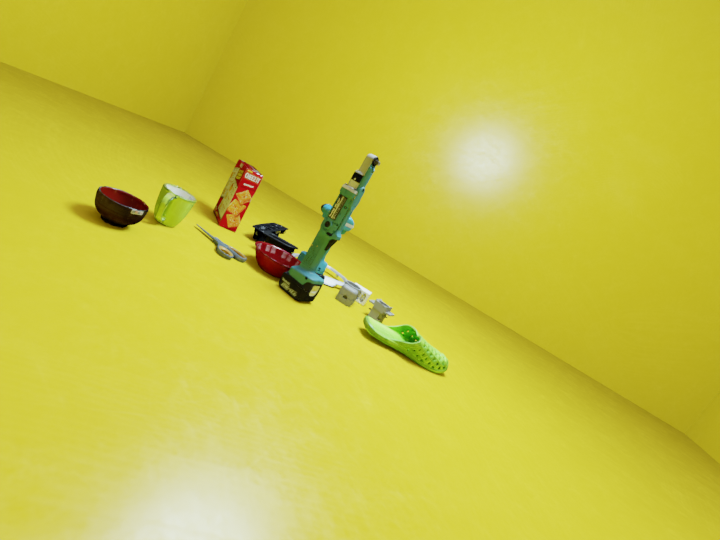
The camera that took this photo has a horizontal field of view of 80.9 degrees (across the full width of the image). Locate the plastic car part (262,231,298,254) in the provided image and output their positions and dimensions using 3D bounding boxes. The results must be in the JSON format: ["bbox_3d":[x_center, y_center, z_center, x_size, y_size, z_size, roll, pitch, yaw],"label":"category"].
[{"bbox_3d":[-0.267,-0.070,1.356,0.119,0.071,0.064,32,10,11],"label":"plastic car part"}]

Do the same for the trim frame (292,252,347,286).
[{"bbox_3d":[-0.145,0.001,1.467,0.237,0.027,0.193,24,12,-29],"label":"trim frame"}]

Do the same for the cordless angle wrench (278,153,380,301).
[{"bbox_3d":[-0.073,-0.115,1.110,0.103,0.422,0.071,36,11,30],"label":"cordless angle wrench"}]

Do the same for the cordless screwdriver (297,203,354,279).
[{"bbox_3d":[-0.127,-0.083,1.300,0.070,0.248,0.168,22,13,-39],"label":"cordless screwdriver"}]

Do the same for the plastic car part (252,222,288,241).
[{"bbox_3d":[-0.333,-0.137,1.512,0.068,0.067,0.199,31,10,8],"label":"plastic car part"}]
